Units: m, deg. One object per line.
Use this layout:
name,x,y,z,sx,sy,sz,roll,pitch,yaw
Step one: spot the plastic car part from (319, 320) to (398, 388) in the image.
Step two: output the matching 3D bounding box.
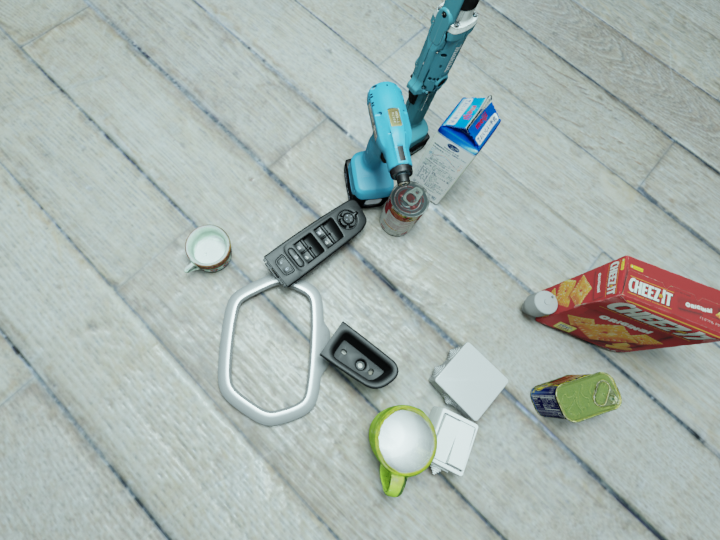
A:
plastic car part,-0.003,0.147,0.687,0.118,0.070,0.066,35,72,6

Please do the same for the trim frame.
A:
trim frame,-0.142,0.125,0.707,0.183,0.027,0.253,2,71,-3

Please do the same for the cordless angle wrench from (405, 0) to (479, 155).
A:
cordless angle wrench,0.109,-0.312,0.665,0.097,0.420,0.076,-34,82,-16

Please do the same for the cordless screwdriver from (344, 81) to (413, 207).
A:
cordless screwdriver,0.031,-0.170,0.703,0.073,0.247,0.162,-7,75,-11

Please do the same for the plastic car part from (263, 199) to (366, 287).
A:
plastic car part,-0.073,-0.048,0.750,0.201,0.066,0.068,-39,81,-15
